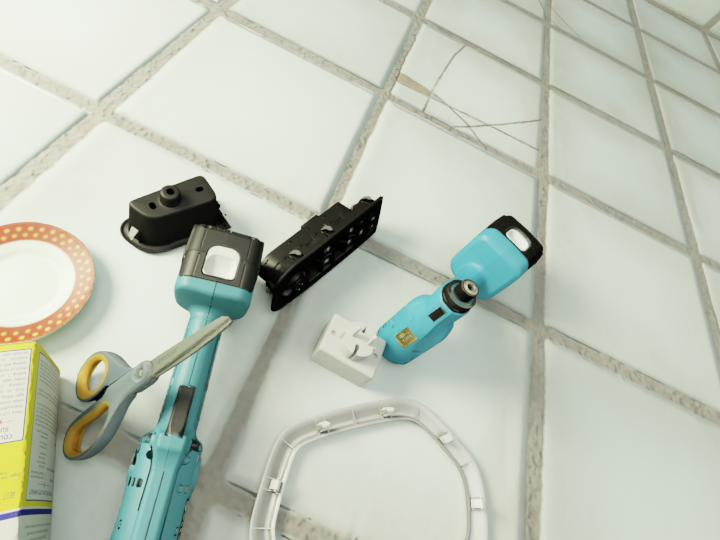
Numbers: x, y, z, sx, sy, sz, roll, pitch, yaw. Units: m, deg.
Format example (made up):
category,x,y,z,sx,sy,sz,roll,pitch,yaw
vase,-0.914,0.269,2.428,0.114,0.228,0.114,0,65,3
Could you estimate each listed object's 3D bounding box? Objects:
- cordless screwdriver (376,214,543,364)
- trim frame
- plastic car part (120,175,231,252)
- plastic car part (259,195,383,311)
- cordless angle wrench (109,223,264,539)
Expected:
category,x,y,z,sx,sy,sz,roll,pitch,yaw
cordless screwdriver,0.134,0.009,0.500,0.243,0.159,0.076,-34,79,-36
trim frame,0.018,0.223,0.403,0.240,0.027,0.190,-4,61,-24
plastic car part,-0.209,-0.070,0.480,0.113,0.071,0.068,-28,73,-36
plastic car part,-0.051,-0.033,0.519,0.069,0.065,0.200,34,53,12
cordless angle wrench,-0.160,0.161,0.346,0.073,0.098,0.432,14,60,-15
